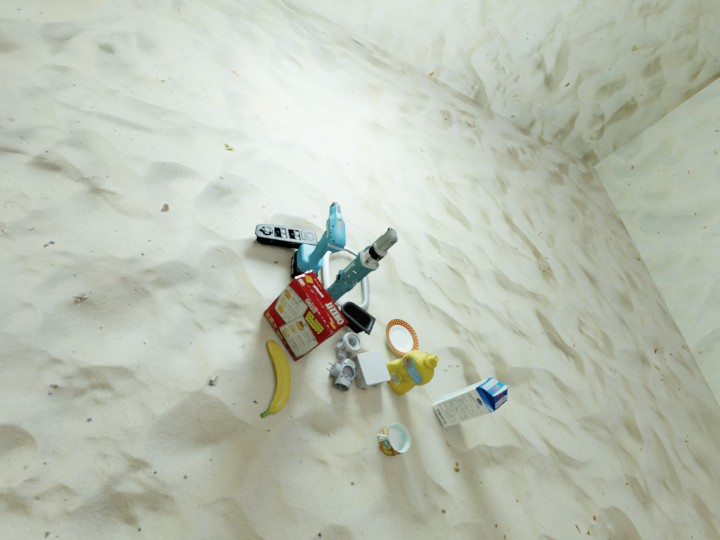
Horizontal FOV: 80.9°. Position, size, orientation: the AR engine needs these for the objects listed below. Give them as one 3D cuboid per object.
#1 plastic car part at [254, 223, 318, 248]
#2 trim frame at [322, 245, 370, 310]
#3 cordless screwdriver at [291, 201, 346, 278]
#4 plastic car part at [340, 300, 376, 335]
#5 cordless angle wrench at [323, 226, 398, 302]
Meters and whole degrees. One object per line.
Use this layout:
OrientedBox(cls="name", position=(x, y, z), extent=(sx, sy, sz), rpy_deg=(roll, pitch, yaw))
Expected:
OrientedBox(cls="plastic car part", position=(-0.237, -0.103, 1.314), extent=(0.194, 0.068, 0.068), rpy_deg=(9, 55, -28))
OrientedBox(cls="trim frame", position=(-0.043, 0.024, 1.375), extent=(0.176, 0.028, 0.257), rpy_deg=(11, 53, -27))
OrientedBox(cls="cordless screwdriver", position=(-0.122, -0.080, 1.244), extent=(0.071, 0.251, 0.164), rpy_deg=(17, 52, -27))
OrientedBox(cls="plastic car part", position=(-0.024, 0.146, 1.266), extent=(0.115, 0.071, 0.066), rpy_deg=(36, 46, -7))
OrientedBox(cls="cordless angle wrench", position=(-0.034, 0.021, 1.102), extent=(0.071, 0.428, 0.101), rpy_deg=(13, 54, -29))
